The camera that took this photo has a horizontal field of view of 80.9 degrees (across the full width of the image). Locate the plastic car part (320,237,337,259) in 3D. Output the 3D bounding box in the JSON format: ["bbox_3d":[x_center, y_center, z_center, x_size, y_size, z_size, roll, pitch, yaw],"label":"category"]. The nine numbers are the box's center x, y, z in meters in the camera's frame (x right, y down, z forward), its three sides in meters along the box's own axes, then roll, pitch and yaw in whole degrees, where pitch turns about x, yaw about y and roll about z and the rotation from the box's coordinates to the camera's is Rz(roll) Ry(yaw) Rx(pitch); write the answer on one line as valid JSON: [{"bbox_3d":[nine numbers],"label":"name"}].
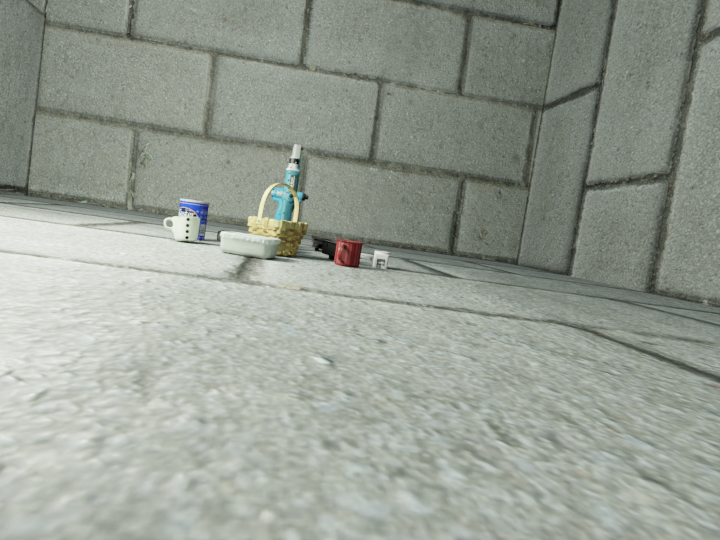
[{"bbox_3d":[-0.093,-0.073,1.508,0.123,0.071,0.063,12,6,38],"label":"plastic car part"}]

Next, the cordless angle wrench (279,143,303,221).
[{"bbox_3d":[-0.286,-0.300,1.713,0.094,0.421,0.077,7,4,-26],"label":"cordless angle wrench"}]

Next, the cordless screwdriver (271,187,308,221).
[{"bbox_3d":[-0.318,-0.229,1.835,0.162,0.248,0.073,9,3,8],"label":"cordless screwdriver"}]

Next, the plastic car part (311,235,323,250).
[{"bbox_3d":[-0.180,-0.118,1.840,0.066,0.067,0.203,8,6,-1],"label":"plastic car part"}]

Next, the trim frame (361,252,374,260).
[{"bbox_3d":[-0.043,-0.062,1.688,0.176,0.027,0.261,5,7,-32],"label":"trim frame"}]
